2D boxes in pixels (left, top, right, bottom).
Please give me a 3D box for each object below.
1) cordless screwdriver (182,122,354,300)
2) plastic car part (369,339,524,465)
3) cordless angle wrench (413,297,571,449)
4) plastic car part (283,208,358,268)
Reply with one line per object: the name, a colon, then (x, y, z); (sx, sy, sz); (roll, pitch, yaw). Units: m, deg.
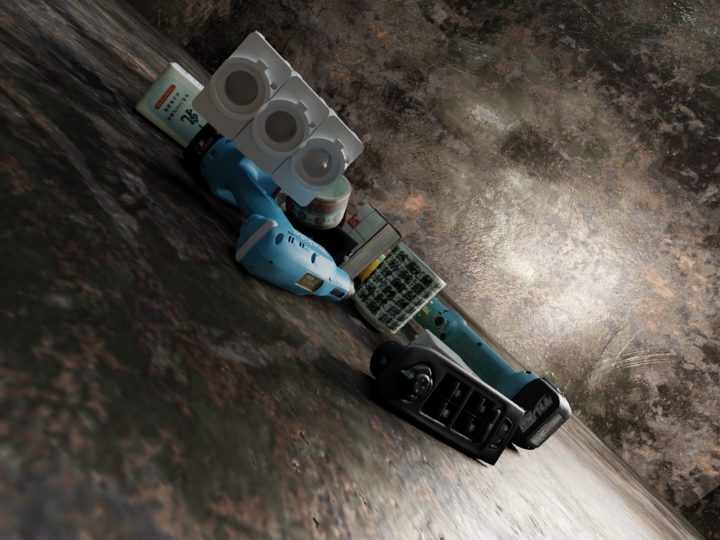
cordless screwdriver: (-0.102, -0.068, 0.480); (0.150, 0.075, 0.262); (33, 17, -51)
plastic car part: (0.079, 0.118, 0.408); (0.192, 0.066, 0.071); (37, 1, -35)
cordless angle wrench: (0.145, 0.100, 0.728); (0.070, 0.098, 0.447); (39, 5, -44)
plastic car part: (-0.058, -0.038, 0.597); (0.122, 0.066, 0.067); (44, -7, 30)
